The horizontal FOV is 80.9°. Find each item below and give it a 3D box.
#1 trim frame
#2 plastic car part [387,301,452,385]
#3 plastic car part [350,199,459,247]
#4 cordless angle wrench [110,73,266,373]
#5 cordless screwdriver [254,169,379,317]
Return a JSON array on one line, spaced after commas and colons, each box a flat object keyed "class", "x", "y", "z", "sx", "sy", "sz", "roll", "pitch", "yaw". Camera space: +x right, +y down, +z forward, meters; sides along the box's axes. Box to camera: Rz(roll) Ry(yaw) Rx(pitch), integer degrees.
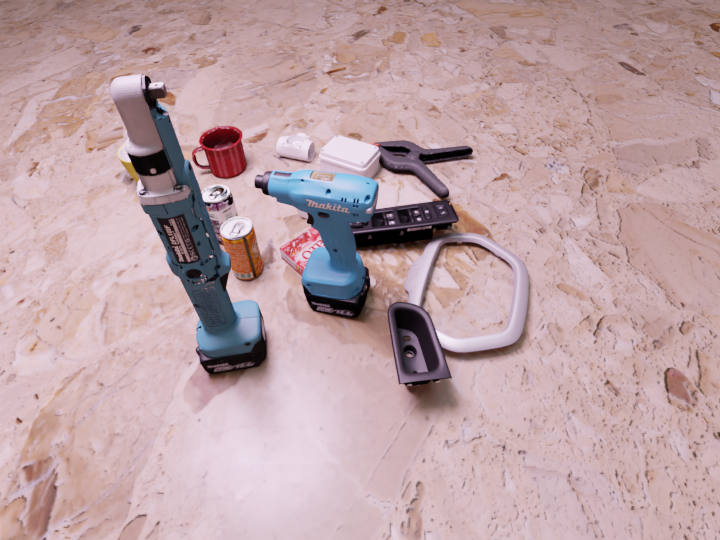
[{"class": "trim frame", "x": 0.166, "y": 0.025, "z": 0.672, "sx": 0.190, "sy": 0.026, "sz": 0.250, "roll": 13, "pitch": 51, "yaw": 15}, {"class": "plastic car part", "x": 0.071, "y": 0.108, "z": 0.579, "sx": 0.066, "sy": 0.068, "sz": 0.121, "roll": -7, "pitch": 49, "yaw": -4}, {"class": "plastic car part", "x": 0.061, "y": -0.079, "z": 0.746, "sx": 0.203, "sy": 0.065, "sz": 0.068, "roll": -4, "pitch": 49, "yaw": 1}, {"class": "cordless angle wrench", "x": -0.186, "y": -0.016, "z": 0.483, "sx": 0.097, "sy": 0.409, "sz": 0.077, "roll": -7, "pitch": 49, "yaw": -7}, {"class": "cordless screwdriver", "x": -0.059, "y": -0.039, "z": 0.604, "sx": 0.163, "sy": 0.240, "sz": 0.075, "roll": 12, "pitch": 50, "yaw": 12}]
